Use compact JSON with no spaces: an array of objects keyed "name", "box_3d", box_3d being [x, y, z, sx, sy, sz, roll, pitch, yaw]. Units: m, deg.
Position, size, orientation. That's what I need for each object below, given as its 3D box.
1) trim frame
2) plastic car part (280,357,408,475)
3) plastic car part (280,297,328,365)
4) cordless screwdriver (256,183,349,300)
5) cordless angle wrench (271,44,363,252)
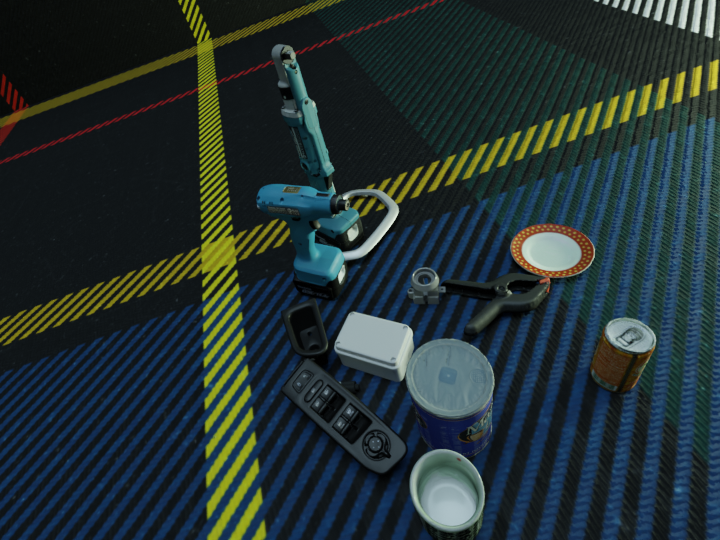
[{"name":"trim frame","box_3d":[-0.025,-0.103,0.935,0.194,0.026,0.247,18,57,32]},{"name":"plastic car part","box_3d":[-0.024,0.217,0.614,0.215,0.064,0.066,28,61,36]},{"name":"plastic car part","box_3d":[-0.086,0.117,0.724,0.066,0.068,0.122,-22,45,-4]},{"name":"cordless screwdriver","box_3d":[-0.074,-0.048,0.753,0.166,0.237,0.075,9,51,25]},{"name":"cordless angle wrench","box_3d":[-0.084,-0.206,0.786,0.103,0.404,0.073,29,60,35]}]
